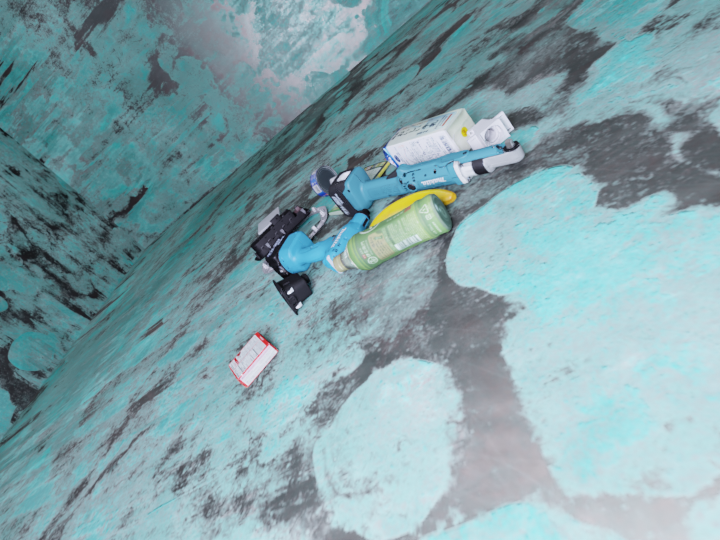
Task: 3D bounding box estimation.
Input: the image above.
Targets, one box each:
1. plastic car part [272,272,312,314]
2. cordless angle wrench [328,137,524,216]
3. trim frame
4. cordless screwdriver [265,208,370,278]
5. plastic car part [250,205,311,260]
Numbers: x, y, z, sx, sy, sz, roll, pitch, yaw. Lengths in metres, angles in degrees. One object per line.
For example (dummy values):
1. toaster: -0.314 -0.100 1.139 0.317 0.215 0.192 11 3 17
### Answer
1. plastic car part: -0.138 0.035 0.889 0.070 0.064 0.121 -31 21 -10
2. cordless angle wrench: 0.109 -0.183 0.834 0.443 0.093 0.074 -2 46 47
3. trim frame: -0.180 -0.087 1.144 0.248 0.026 0.192 -52 27 -12
4. cordless screwdriver: -0.092 -0.060 0.940 0.260 0.071 0.159 -7 44 45
5. plastic car part: -0.227 -0.108 1.158 0.202 0.064 0.070 -50 32 -6
